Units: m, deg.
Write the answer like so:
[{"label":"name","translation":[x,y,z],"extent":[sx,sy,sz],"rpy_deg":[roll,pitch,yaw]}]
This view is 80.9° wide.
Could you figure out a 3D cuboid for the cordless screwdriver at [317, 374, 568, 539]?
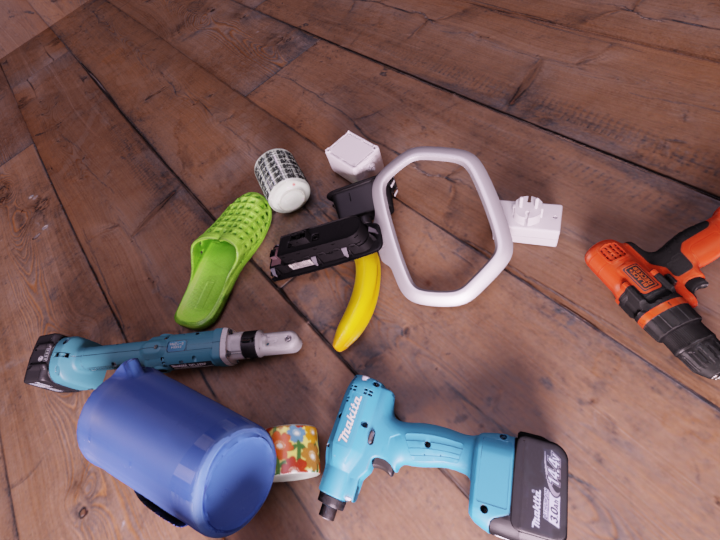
[{"label":"cordless screwdriver","translation":[0.077,0.222,0.452],"extent":[0.260,0.070,0.160],"rpy_deg":[9,62,28]}]

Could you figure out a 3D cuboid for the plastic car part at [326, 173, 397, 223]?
[{"label":"plastic car part","translation":[0.009,-0.108,0.699],"extent":[0.118,0.063,0.073],"rpy_deg":[-19,69,11]}]

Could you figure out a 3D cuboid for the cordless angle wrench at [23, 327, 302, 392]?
[{"label":"cordless angle wrench","translation":[-0.295,0.126,0.638],"extent":[0.430,0.093,0.076],"rpy_deg":[-8,60,11]}]

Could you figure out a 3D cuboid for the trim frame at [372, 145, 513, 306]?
[{"label":"trim frame","translation":[0.106,-0.070,0.612],"extent":[0.188,0.026,0.255],"rpy_deg":[-21,72,18]}]

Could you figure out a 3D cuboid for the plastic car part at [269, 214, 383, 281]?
[{"label":"plastic car part","translation":[-0.064,-0.042,0.654],"extent":[0.210,0.063,0.068],"rpy_deg":[-11,47,25]}]
